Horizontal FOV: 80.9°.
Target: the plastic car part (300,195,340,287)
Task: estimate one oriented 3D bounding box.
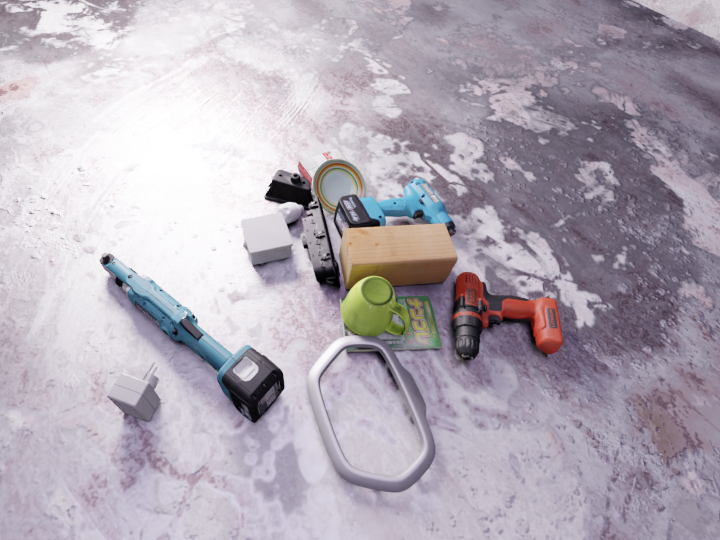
[{"bbox_3d":[-0.084,-0.055,0.863,0.066,0.064,0.212,-16,57,-7],"label":"plastic car part"}]

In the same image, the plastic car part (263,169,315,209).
[{"bbox_3d":[-0.154,-0.190,0.949,0.119,0.069,0.066,17,55,9],"label":"plastic car part"}]

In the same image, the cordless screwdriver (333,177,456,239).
[{"bbox_3d":[0.077,-0.112,0.915,0.242,0.073,0.166,-18,58,-22],"label":"cordless screwdriver"}]

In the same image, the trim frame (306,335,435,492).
[{"bbox_3d":[0.017,0.222,0.685,0.181,0.027,0.259,-17,59,-16],"label":"trim frame"}]

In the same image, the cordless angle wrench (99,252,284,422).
[{"bbox_3d":[-0.313,0.088,0.727,0.440,0.095,0.073,32,56,21],"label":"cordless angle wrench"}]
